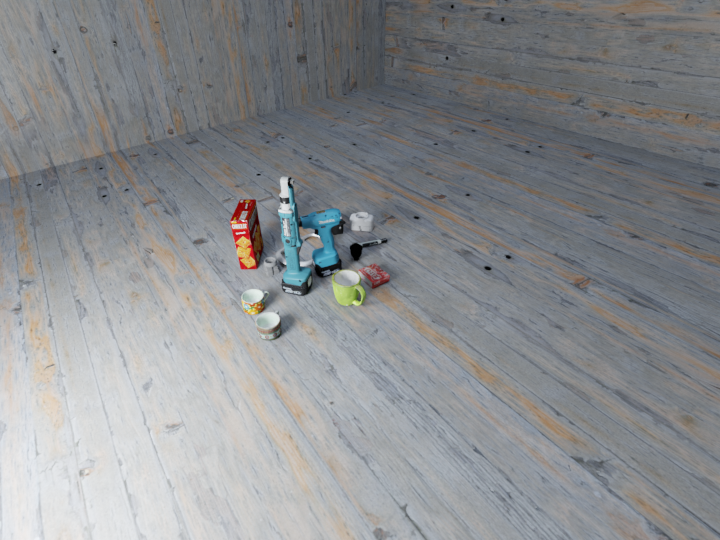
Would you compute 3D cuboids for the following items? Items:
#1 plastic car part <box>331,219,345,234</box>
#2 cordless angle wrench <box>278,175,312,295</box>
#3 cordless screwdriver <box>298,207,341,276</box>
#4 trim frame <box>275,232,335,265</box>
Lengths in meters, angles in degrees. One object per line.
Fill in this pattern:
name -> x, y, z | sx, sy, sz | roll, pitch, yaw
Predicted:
plastic car part -> -0.110, -0.182, 1.722 | 0.064, 0.068, 0.123 | -23, 41, -26
cordless angle wrench -> -0.219, -0.105, 1.346 | 0.101, 0.409, 0.074 | 10, 37, 15
cordless screwdriver -> -0.143, -0.094, 1.463 | 0.157, 0.241, 0.078 | -11, 37, -12
trim frame -> -0.210, -0.082, 1.634 | 0.194, 0.026, 0.243 | 25, 45, 33
